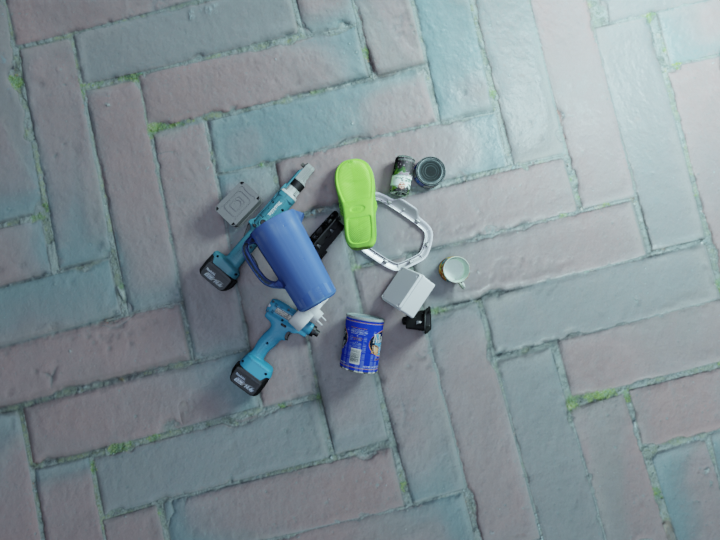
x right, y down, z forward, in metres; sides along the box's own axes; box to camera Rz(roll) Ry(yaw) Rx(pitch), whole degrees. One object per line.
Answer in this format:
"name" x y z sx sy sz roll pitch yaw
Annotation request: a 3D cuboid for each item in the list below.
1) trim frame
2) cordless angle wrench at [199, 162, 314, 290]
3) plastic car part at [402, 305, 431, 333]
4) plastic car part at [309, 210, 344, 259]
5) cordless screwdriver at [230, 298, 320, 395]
"trim frame" 0.083 -0.111 1.181 0.251 0.027 0.184 35 87 4
"cordless angle wrench" -0.269 -0.129 1.167 0.098 0.074 0.422 40 86 0
"plastic car part" 0.149 0.134 1.130 0.073 0.112 0.066 -3 89 21
"plastic car part" -0.114 -0.074 1.164 0.065 0.068 0.203 37 89 -15
"cordless screwdriver" -0.232 0.219 1.144 0.160 0.074 0.249 30 84 1
